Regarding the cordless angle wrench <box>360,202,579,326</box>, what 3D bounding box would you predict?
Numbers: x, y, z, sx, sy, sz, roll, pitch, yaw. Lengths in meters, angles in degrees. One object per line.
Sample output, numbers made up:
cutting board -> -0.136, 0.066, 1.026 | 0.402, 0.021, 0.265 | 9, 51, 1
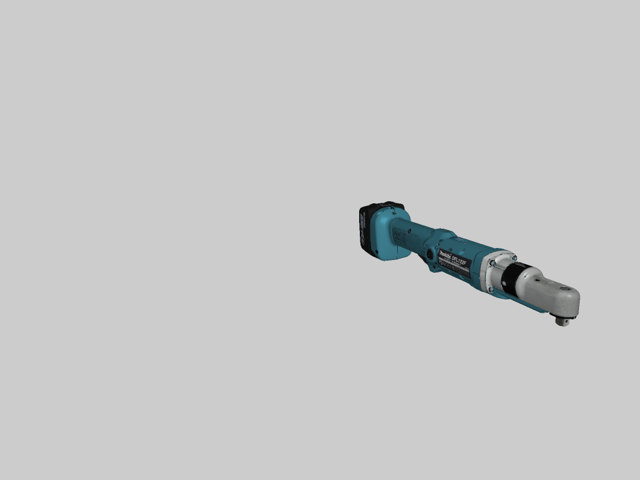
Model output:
cordless angle wrench -> 0.180, 0.018, 0.613 | 0.074, 0.098, 0.423 | -9, 16, -19
